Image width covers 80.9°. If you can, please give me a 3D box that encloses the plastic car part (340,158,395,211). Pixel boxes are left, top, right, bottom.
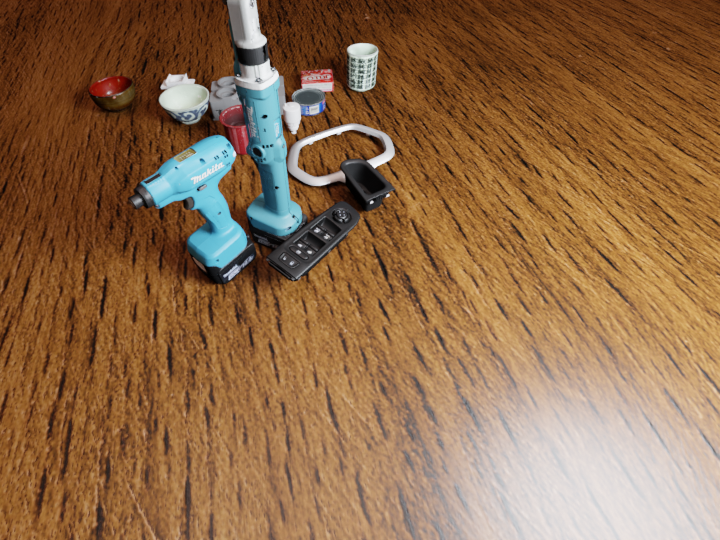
[{"bbox_3d":[0.007,-0.162,0.832,0.065,0.068,0.122,-24,54,-18],"label":"plastic car part"}]

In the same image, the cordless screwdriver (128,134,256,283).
[{"bbox_3d":[-0.251,-0.073,0.659,0.078,0.241,0.157,34,58,23],"label":"cordless screwdriver"}]

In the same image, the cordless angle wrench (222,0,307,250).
[{"bbox_3d":[-0.145,-0.194,0.645,0.101,0.410,0.074,23,53,15],"label":"cordless angle wrench"}]

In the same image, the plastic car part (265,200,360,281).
[{"bbox_3d":[-0.073,-0.048,0.744,0.069,0.065,0.201,30,57,22],"label":"plastic car part"}]

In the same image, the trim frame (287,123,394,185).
[{"bbox_3d":[-0.045,-0.260,0.943,0.244,0.026,0.194,-24,53,-16],"label":"trim frame"}]
